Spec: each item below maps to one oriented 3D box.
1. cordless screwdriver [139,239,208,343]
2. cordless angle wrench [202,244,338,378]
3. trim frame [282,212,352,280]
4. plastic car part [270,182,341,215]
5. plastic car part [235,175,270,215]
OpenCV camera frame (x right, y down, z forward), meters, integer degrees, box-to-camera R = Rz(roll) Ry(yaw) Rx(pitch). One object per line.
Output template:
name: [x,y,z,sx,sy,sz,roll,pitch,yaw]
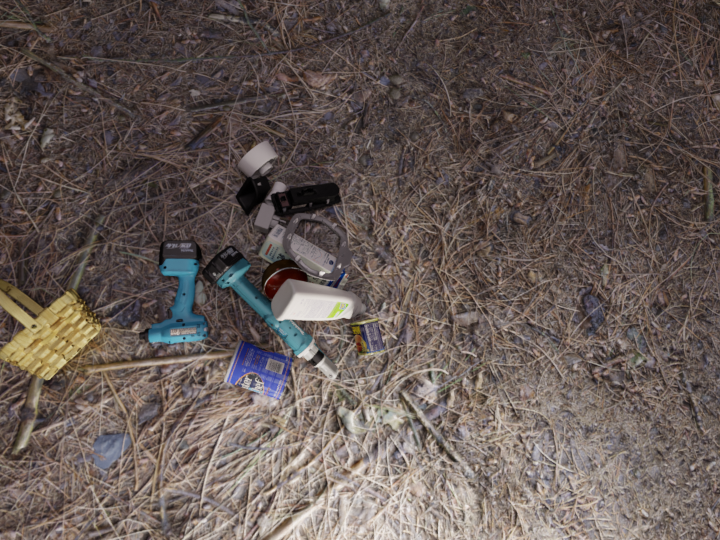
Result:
cordless screwdriver: [-0.463,0.052,1.041,0.156,0.075,0.252,-5,80,-11]
cordless angle wrench: [-0.211,0.117,1.057,0.422,0.097,0.075,45,115,-1]
trim frame: [-0.106,-0.069,1.084,0.181,0.027,0.253,28,34,-11]
plastic car part: [-0.138,-0.205,1.147,0.196,0.067,0.068,-14,68,-32]
plastic car part: [-0.276,-0.209,1.126,0.069,0.118,0.067,-30,86,-41]
